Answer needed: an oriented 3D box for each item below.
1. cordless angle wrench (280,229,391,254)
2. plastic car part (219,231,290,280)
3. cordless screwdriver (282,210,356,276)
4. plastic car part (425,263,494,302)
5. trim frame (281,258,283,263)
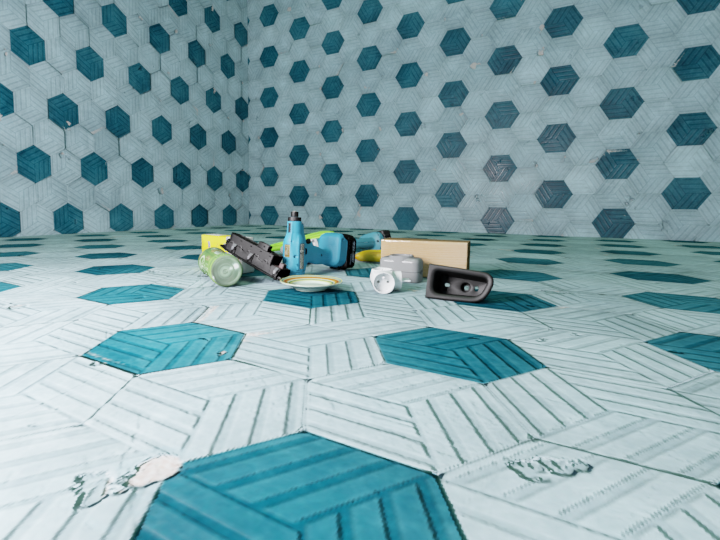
[{"bbox_3d":[-0.069,-0.078,1.335,0.404,0.075,0.101,-7,-6,-41],"label":"cordless angle wrench"},{"bbox_3d":[-0.246,-0.038,0.983,0.213,0.066,0.064,22,13,27],"label":"plastic car part"},{"bbox_3d":[-0.106,-0.069,1.080,0.078,0.158,0.238,5,7,33],"label":"cordless screwdriver"},{"bbox_3d":[0.190,0.029,0.802,0.121,0.066,0.068,7,-5,22],"label":"plastic car part"},{"bbox_3d":[-0.248,-0.030,1.249,0.194,0.027,0.237,9,10,38],"label":"trim frame"}]
